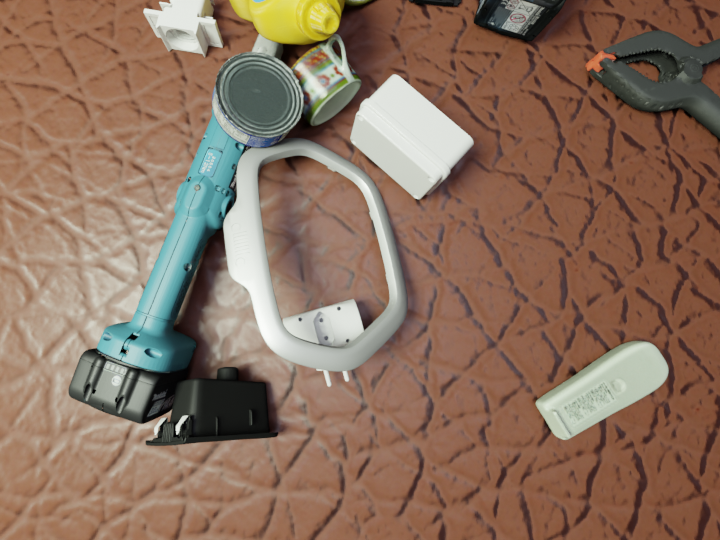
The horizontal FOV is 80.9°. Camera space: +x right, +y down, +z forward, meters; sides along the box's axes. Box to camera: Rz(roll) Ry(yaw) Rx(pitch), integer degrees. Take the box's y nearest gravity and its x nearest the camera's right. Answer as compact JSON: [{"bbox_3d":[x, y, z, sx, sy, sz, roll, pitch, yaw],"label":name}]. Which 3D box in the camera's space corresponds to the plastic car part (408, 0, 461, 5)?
[{"bbox_3d":[0.095,-0.424,0.502,0.067,0.066,0.205,4,80,5],"label":"plastic car part"}]

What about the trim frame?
[{"bbox_3d":[-0.041,-0.027,0.420,0.177,0.028,0.254,-3,69,-29],"label":"trim frame"}]

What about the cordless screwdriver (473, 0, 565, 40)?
[{"bbox_3d":[0.210,-0.392,0.447,0.074,0.159,0.249,19,85,-3],"label":"cordless screwdriver"}]

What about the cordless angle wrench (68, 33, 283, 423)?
[{"bbox_3d":[-0.161,-0.071,0.439,0.075,0.097,0.425,17,79,2],"label":"cordless angle wrench"}]

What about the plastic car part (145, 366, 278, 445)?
[{"bbox_3d":[-0.136,0.131,0.412,0.068,0.110,0.072,-20,67,35],"label":"plastic car part"}]
